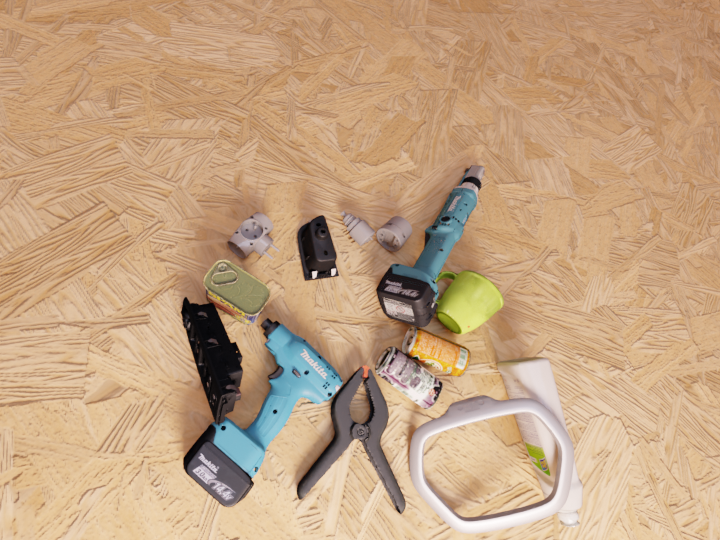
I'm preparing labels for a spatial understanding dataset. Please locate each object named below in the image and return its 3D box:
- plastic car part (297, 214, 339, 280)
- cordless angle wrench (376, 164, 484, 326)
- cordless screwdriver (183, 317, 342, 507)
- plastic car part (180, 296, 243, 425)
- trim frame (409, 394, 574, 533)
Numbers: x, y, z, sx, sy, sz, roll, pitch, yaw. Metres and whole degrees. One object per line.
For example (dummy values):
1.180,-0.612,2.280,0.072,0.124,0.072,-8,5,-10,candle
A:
-0.074,-0.049,0.760,0.064,0.071,0.119,-7,72,-21,plastic car part
0.167,-0.080,0.828,0.103,0.071,0.422,11,51,32,cordless angle wrench
-0.157,0.198,0.628,0.161,0.074,0.246,42,59,5,cordless screwdriver
-0.216,0.113,0.619,0.065,0.065,0.214,-18,48,-30,plastic car part
0.199,0.293,0.652,0.251,0.027,0.188,-18,76,7,trim frame
